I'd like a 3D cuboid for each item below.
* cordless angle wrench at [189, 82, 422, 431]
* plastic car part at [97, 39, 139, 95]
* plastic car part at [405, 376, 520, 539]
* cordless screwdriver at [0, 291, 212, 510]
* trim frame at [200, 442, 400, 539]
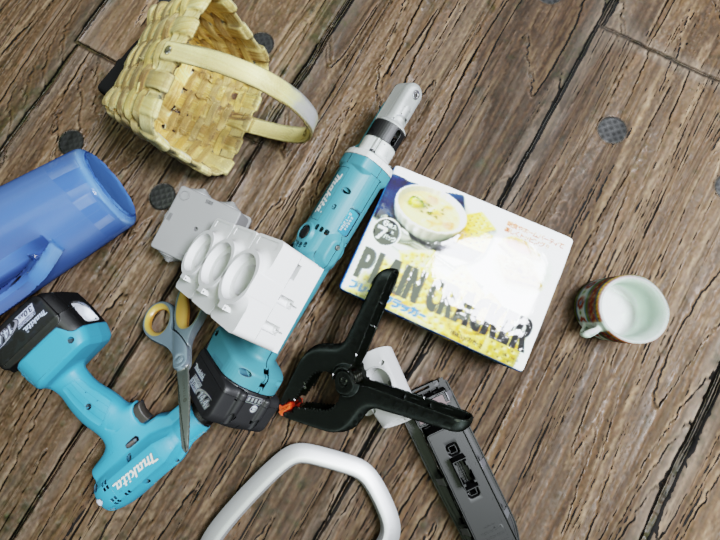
[{"bbox_3d":[-0.046,-0.030,0.473,0.103,0.070,0.423,27,86,51],"label":"cordless angle wrench"},{"bbox_3d":[-0.300,-0.256,0.562,0.073,0.063,0.116,26,80,18],"label":"plastic car part"},{"bbox_3d":[0.117,0.227,0.462,0.066,0.067,0.205,-24,84,-10],"label":"plastic car part"},{"bbox_3d":[-0.291,0.128,0.493,0.159,0.074,0.251,-40,86,-4],"label":"cordless screwdriver"},{"bbox_3d":[-0.071,0.314,0.475,0.187,0.027,0.248,42,84,9],"label":"trim frame"}]
